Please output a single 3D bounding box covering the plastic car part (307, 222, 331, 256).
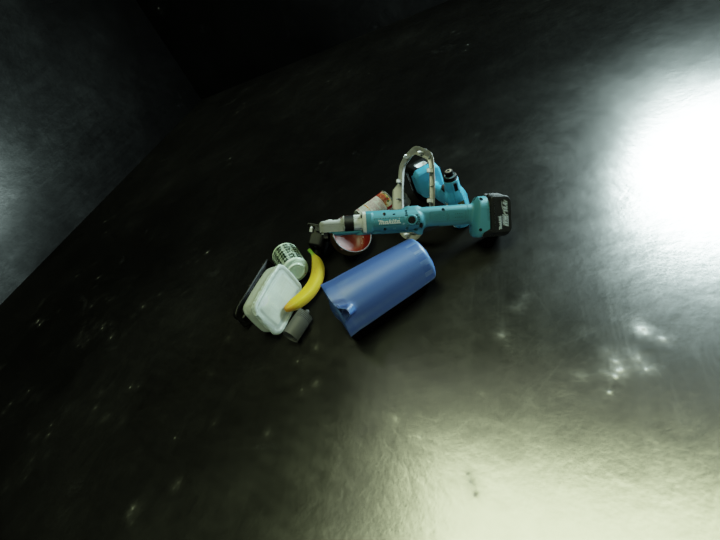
[{"bbox_3d":[-0.117,-0.076,1.196,0.068,0.112,0.072,13,68,12],"label":"plastic car part"}]

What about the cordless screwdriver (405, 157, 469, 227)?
[{"bbox_3d":[0.198,-0.229,1.101,0.074,0.152,0.261,-28,36,-2],"label":"cordless screwdriver"}]

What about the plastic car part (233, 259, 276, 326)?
[{"bbox_3d":[-0.301,0.065,1.190,0.070,0.063,0.205,-13,41,36],"label":"plastic car part"}]

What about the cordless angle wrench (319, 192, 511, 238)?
[{"bbox_3d":[0.116,-0.115,0.970,0.426,0.097,0.074,-4,7,4],"label":"cordless angle wrench"}]

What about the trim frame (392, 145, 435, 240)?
[{"bbox_3d":[0.135,-0.199,1.087,0.026,0.250,0.189,2,-5,-24],"label":"trim frame"}]
